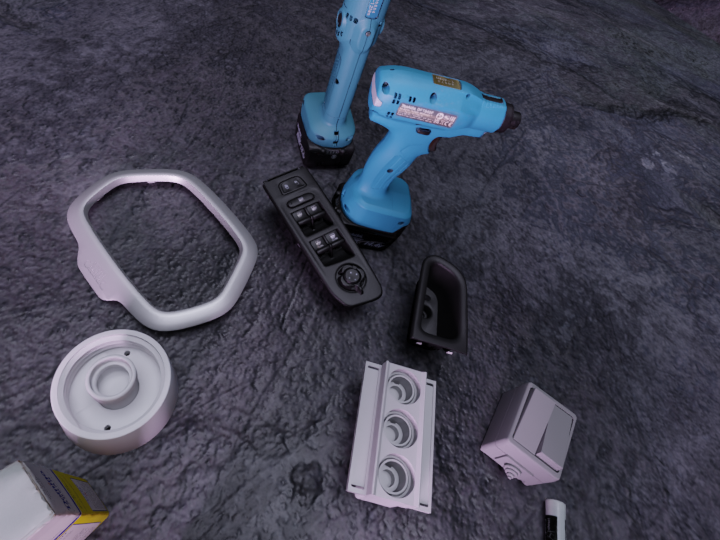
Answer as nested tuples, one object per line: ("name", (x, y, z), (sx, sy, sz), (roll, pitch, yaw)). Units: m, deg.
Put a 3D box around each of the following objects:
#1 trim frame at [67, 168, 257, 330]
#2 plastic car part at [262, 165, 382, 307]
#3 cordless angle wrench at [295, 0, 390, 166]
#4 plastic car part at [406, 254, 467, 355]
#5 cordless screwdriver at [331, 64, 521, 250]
("trim frame", (-0.238, -0.037, 0.509), (0.180, 0.027, 0.256), (-35, 71, -32))
("plastic car part", (-0.052, -0.034, 0.534), (0.064, 0.066, 0.210), (-23, 66, -29))
("cordless angle wrench", (-0.001, -0.300, 0.511), (0.072, 0.420, 0.101), (-3, 61, -22))
("plastic car part", (0.086, 0.049, 0.513), (0.065, 0.070, 0.119), (17, 54, -7))
("cordless screwdriver", (0.059, -0.120, 0.511), (0.156, 0.247, 0.076), (10, 56, -13))
